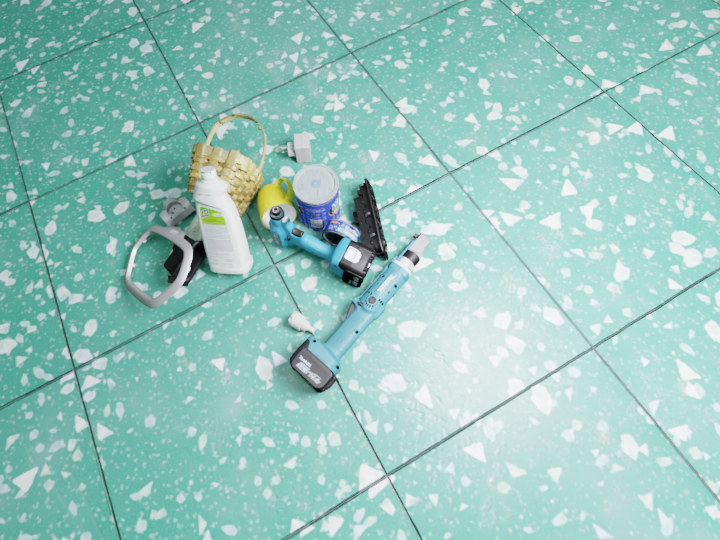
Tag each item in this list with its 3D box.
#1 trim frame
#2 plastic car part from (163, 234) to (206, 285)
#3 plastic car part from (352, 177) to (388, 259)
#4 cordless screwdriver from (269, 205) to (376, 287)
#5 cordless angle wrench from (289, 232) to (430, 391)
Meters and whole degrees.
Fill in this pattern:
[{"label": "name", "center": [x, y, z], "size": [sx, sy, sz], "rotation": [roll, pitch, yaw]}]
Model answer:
[{"label": "trim frame", "center": [-0.465, -0.017, 0.969], "size": [0.263, 0.026, 0.184], "rotation": [22, 83, 39]}, {"label": "plastic car part", "center": [-0.412, -0.031, 0.982], "size": [0.074, 0.063, 0.116], "rotation": [31, 91, 22]}, {"label": "plastic car part", "center": [0.021, -0.117, 1.003], "size": [0.067, 0.064, 0.209], "rotation": [-18, 67, 5]}, {"label": "cordless screwdriver", "center": [-0.092, -0.060, 0.937], "size": [0.255, 0.155, 0.074], "rotation": [25, 71, 11]}, {"label": "cordless angle wrench", "center": [0.021, 0.073, 0.919], "size": [0.101, 0.072, 0.420], "rotation": [37, 72, 16]}]
